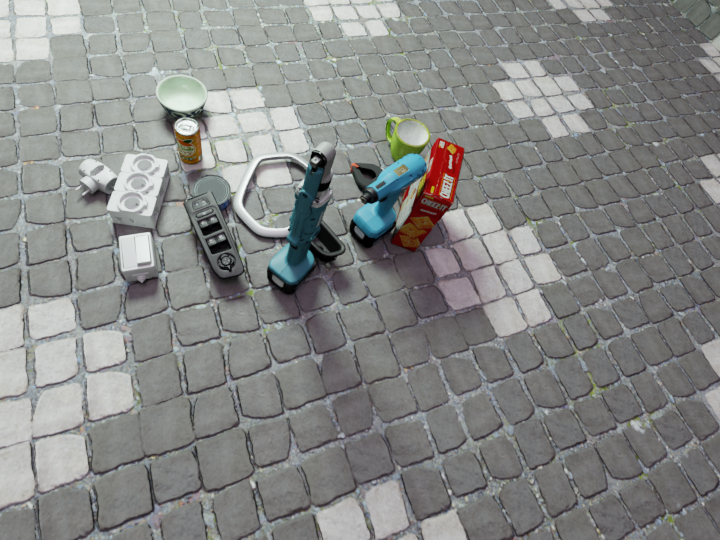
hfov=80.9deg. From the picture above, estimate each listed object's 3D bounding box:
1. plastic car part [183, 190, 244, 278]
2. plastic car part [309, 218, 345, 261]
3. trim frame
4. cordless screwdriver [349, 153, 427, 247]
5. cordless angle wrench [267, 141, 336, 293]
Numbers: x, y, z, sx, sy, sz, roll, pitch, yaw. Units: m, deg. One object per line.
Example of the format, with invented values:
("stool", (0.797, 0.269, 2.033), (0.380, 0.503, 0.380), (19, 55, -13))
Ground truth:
("plastic car part", (-0.309, -0.065, 0.897), (0.065, 0.066, 0.210), (-22, 69, -23))
("plastic car part", (-0.092, -0.060, 0.936), (0.065, 0.070, 0.119), (-36, 76, -26))
("trim frame", (-0.196, -0.185, 1.005), (0.183, 0.027, 0.252), (16, 61, -3))
("cordless screwdriver", (0.035, -0.132, 0.898), (0.156, 0.247, 0.076), (-37, 80, -27))
("cordless angle wrench", (-0.100, -0.079, 0.745), (0.075, 0.420, 0.097), (39, 61, 3))
